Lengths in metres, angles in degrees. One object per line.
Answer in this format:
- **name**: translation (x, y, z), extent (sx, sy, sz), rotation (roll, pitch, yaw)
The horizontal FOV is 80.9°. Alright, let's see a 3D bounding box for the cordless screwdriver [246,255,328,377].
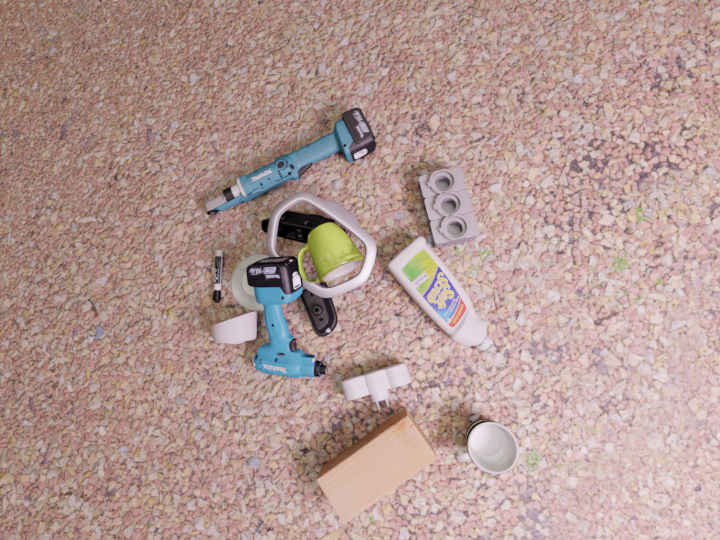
- **cordless screwdriver**: translation (-0.145, 0.098, 0.852), extent (0.165, 0.073, 0.245), rotation (2, 102, 22)

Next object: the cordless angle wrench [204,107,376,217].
- **cordless angle wrench**: translation (-0.173, -0.233, 0.972), extent (0.426, 0.072, 0.100), rotation (-25, 77, 7)

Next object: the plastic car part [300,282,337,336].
- **plastic car part**: translation (-0.089, 0.078, 0.892), extent (0.066, 0.069, 0.119), rotation (-22, 74, 2)

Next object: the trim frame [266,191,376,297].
- **trim frame**: translation (-0.086, -0.056, 0.878), extent (0.256, 0.027, 0.184), rotation (36, 92, 14)

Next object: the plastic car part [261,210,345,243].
- **plastic car part**: translation (-0.123, -0.097, 0.938), extent (0.207, 0.064, 0.068), rotation (9, 67, 10)
